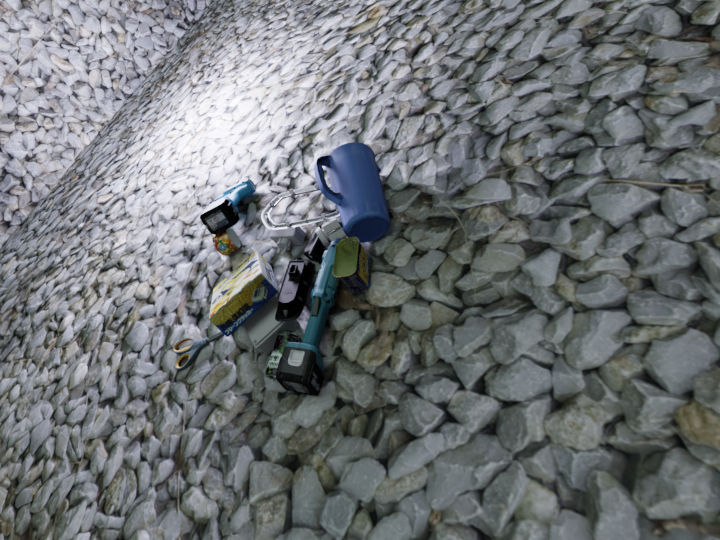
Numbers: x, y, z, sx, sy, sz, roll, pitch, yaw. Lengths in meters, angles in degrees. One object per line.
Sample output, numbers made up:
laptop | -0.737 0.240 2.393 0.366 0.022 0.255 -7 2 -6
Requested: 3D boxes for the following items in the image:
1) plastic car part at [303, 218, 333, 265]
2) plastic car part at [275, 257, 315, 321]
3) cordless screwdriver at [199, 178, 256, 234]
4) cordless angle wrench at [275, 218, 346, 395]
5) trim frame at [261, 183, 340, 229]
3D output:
plastic car part | -0.104 -0.068 1.067 0.074 0.062 0.118 -11 49 43
plastic car part | -0.153 0.033 0.981 0.067 0.065 0.208 2 42 3
cordless screwdriver | -0.421 -0.195 1.296 0.162 0.071 0.254 -23 27 16
cordless angle wrench | -0.084 0.056 0.949 0.076 0.093 0.430 3 55 15
trim frame | -0.150 -0.175 1.145 0.250 0.026 0.191 -10 45 4
